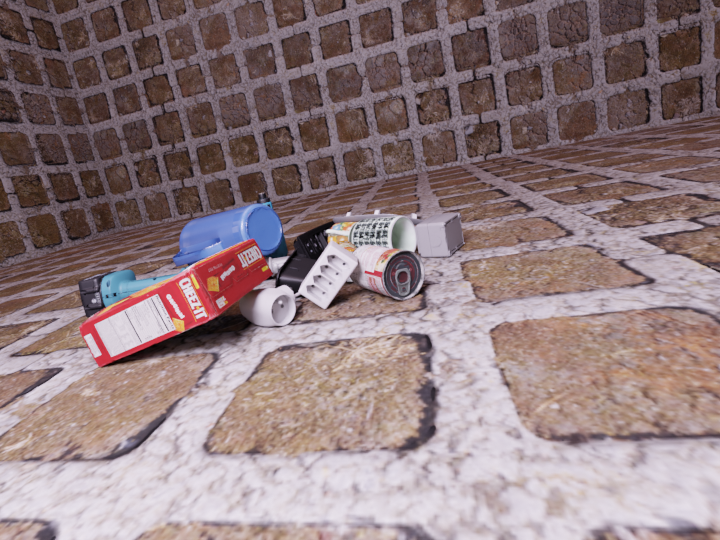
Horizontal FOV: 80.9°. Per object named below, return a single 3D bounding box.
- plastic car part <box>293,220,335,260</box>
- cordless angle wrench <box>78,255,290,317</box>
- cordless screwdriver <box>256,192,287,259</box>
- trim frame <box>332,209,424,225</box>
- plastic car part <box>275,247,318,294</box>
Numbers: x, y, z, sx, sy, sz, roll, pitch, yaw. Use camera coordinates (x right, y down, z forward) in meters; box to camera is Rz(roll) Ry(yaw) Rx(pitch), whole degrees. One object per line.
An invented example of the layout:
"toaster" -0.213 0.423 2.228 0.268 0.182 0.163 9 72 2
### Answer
"plastic car part" -0.094 -0.061 0.956 0.068 0.066 0.199 -34 2 34
"cordless angle wrench" -0.326 0.017 0.833 0.424 0.073 0.099 -9 10 2
"cordless screwdriver" -0.277 -0.107 1.064 0.072 0.157 0.261 -21 15 -37
"trim frame" 0.054 -0.096 0.902 0.261 0.028 0.174 1 -11 44
"plastic car part" -0.092 0.013 0.697 0.072 0.065 0.117 4 19 4
